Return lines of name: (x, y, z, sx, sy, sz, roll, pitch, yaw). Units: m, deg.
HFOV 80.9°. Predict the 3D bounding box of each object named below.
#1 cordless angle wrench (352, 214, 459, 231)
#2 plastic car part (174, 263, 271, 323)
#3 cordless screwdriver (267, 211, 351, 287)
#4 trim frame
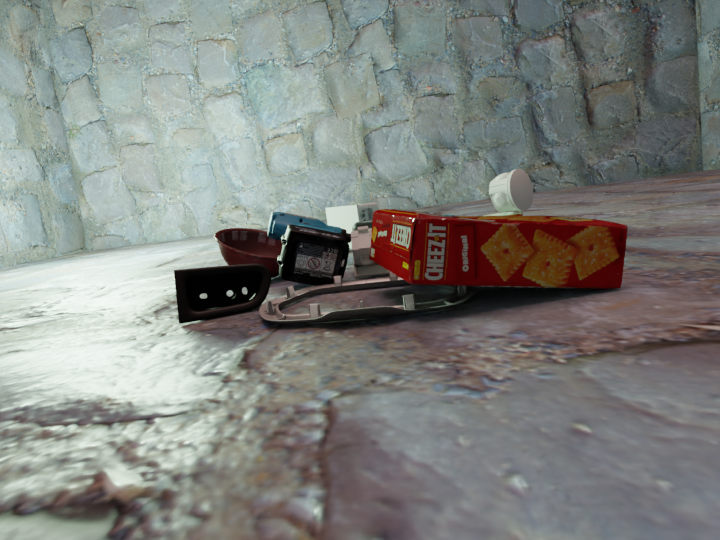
cordless angle wrench: (0.144, -0.090, 0.930, 0.103, 0.074, 0.406, 0, 10, 39)
plastic car part: (-0.178, 0.028, 0.552, 0.113, 0.067, 0.072, -7, -7, -18)
cordless screwdriver: (-0.068, -0.045, 0.700, 0.155, 0.074, 0.257, 8, 14, -16)
trim frame: (0.004, 0.027, 0.489, 0.252, 0.027, 0.184, -5, 11, 7)
